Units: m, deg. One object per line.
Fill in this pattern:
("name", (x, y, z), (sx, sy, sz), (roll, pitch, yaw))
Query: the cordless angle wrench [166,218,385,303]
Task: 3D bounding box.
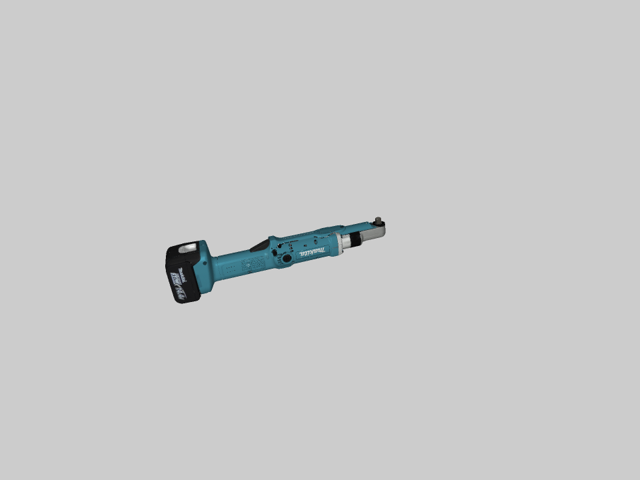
("cordless angle wrench", (-0.072, 0.022, 0.816), (0.422, 0.098, 0.074), (-12, 28, -12))
